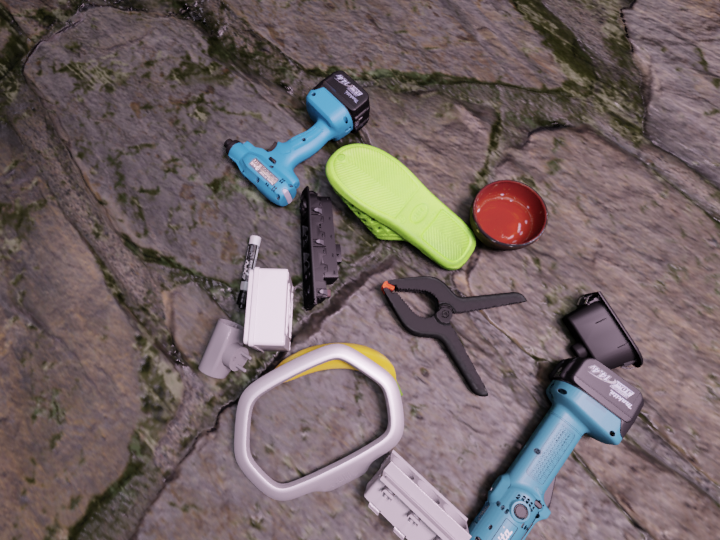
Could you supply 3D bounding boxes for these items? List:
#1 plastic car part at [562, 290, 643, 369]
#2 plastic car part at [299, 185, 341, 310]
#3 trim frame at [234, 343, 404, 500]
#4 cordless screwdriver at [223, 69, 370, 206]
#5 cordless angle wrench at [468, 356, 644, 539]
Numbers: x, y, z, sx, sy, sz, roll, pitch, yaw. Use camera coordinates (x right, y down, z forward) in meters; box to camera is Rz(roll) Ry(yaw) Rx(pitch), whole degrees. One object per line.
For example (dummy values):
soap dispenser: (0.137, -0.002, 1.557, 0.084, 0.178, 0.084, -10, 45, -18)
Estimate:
plastic car part: (0.339, 0.097, 0.610, 0.072, 0.064, 0.119, -26, 76, 9)
plastic car part: (-0.066, -0.043, 0.676, 0.066, 0.066, 0.208, -6, 71, -11)
trim frame: (-0.061, 0.212, 0.590, 0.248, 0.027, 0.187, -28, 82, -1)
cordless screwdriver: (-0.111, -0.245, 0.742, 0.164, 0.072, 0.248, 42, 82, 14)
cordless angle wrench: (0.199, 0.301, 0.542, 0.100, 0.073, 0.422, 38, 80, 12)
